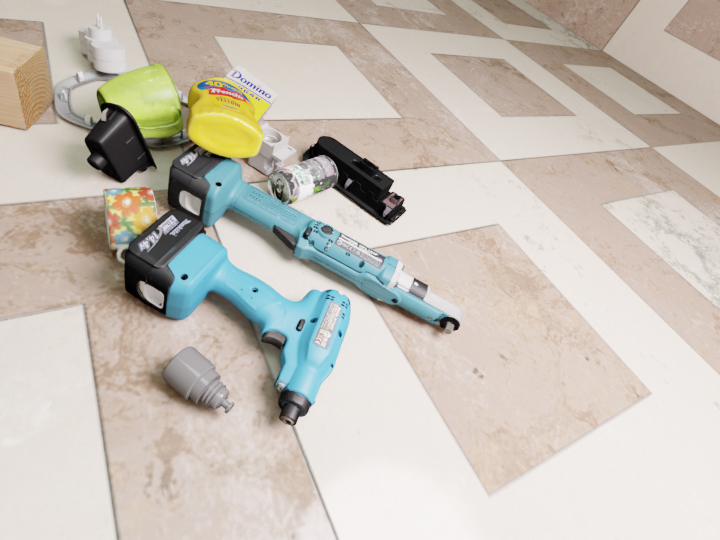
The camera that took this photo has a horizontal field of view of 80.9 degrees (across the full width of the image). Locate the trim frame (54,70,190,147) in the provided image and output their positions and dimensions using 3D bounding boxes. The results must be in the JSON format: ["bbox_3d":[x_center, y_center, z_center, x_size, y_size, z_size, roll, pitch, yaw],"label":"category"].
[{"bbox_3d":[-0.370,-0.273,0.697,0.247,0.027,0.188,15,45,-5],"label":"trim frame"}]

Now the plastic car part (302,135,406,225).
[{"bbox_3d":[-0.012,-0.160,0.704,0.210,0.066,0.065,36,53,17],"label":"plastic car part"}]

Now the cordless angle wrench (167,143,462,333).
[{"bbox_3d":[-0.055,-0.036,0.568,0.426,0.074,0.098,29,45,3],"label":"cordless angle wrench"}]

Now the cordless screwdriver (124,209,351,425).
[{"bbox_3d":[-0.139,0.046,0.458,0.248,0.074,0.160,26,45,-2],"label":"cordless screwdriver"}]

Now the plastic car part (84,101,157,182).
[{"bbox_3d":[-0.327,-0.160,0.559,0.066,0.115,0.071,27,69,0],"label":"plastic car part"}]
